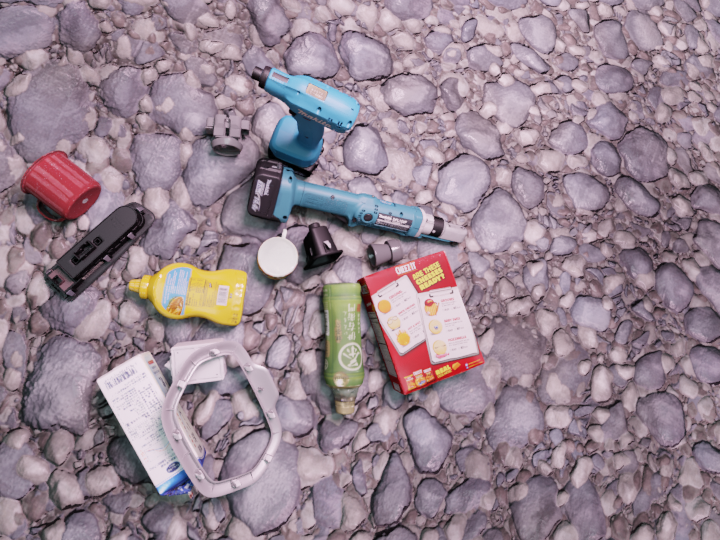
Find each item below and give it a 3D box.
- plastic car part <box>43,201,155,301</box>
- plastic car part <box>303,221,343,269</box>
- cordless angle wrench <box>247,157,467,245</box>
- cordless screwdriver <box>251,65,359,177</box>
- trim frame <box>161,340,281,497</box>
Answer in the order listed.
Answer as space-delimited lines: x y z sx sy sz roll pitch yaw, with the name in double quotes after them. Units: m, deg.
-0.445 -0.044 0.717 0.067 0.067 0.202 42 74 4 "plastic car part"
-0.073 -0.048 0.746 0.065 0.116 0.072 -18 81 -15 "plastic car part"
0.008 -0.110 0.785 0.414 0.077 0.097 11 124 -12 "cordless angle wrench"
-0.112 -0.243 0.702 0.156 0.253 0.075 23 79 -14 "cordless screwdriver"
-0.207 0.232 0.667 0.180 0.029 0.243 -36 108 -43 "trim frame"
